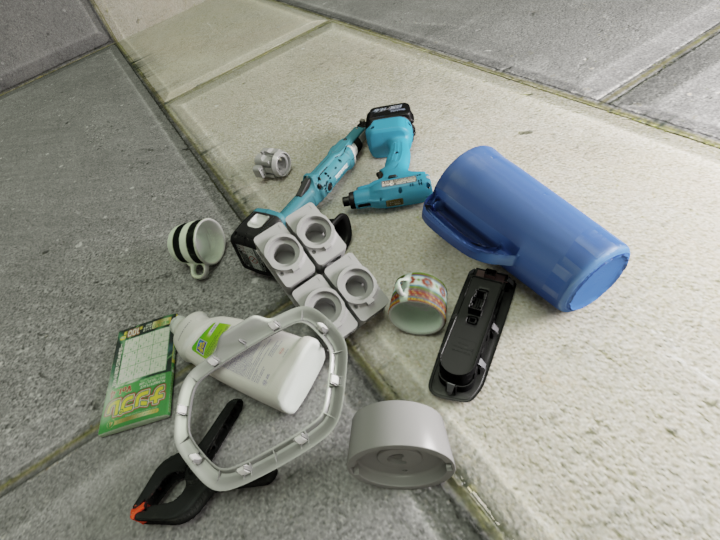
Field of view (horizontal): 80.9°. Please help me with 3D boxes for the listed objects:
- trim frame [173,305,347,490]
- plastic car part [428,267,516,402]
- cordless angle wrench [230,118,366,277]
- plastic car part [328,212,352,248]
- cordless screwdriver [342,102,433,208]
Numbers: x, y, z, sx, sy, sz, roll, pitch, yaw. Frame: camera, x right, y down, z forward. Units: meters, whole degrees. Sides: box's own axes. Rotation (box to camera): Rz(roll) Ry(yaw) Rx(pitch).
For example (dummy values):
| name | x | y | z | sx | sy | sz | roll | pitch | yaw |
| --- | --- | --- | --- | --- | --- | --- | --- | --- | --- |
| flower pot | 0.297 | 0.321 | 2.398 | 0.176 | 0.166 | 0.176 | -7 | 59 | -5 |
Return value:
| name | x | y | z | sx | sy | sz | roll | pitch | yaw |
| --- | --- | --- | --- | --- | --- | --- | --- | --- | --- |
| trim frame | -0.126 | 0.143 | 0.509 | 0.250 | 0.026 | 0.193 | -32 | 51 | 8 |
| plastic car part | 0.146 | 0.071 | 0.540 | 0.069 | 0.064 | 0.203 | 18 | 60 | 20 |
| cordless angle wrench | -0.082 | -0.165 | 0.810 | 0.078 | 0.094 | 0.422 | 14 | 52 | 27 |
| plastic car part | -0.070 | -0.046 | 0.719 | 0.074 | 0.063 | 0.116 | 4 | 47 | 38 |
| cordless screwdriver | 0.042 | -0.216 | 0.818 | 0.162 | 0.071 | 0.256 | -10 | 51 | 10 |
